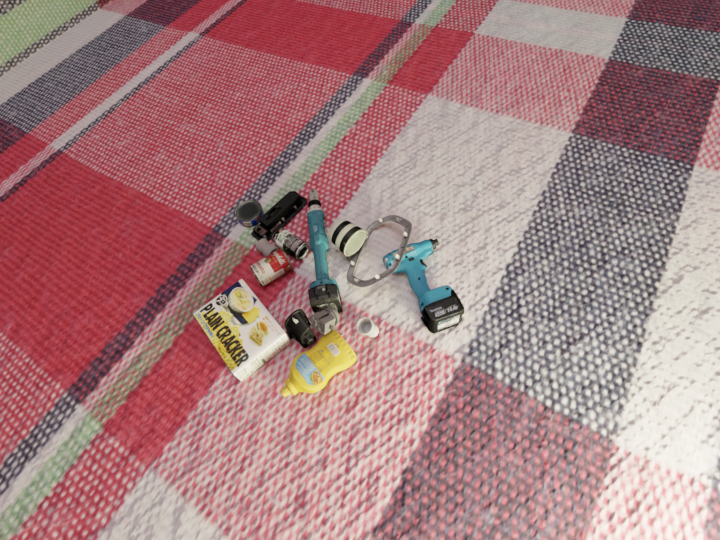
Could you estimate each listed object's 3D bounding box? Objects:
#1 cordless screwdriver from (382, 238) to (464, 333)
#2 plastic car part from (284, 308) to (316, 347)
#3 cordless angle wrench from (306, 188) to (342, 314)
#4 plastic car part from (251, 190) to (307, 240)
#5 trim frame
[{"bbox_3d":[0.181,0.025,1.086,0.158,0.071,0.261,-24,54,-7],"label":"cordless screwdriver"},{"bbox_3d":[-0.140,0.151,1.034,0.065,0.112,0.074,-36,65,-15],"label":"plastic car part"},{"bbox_3d":[-0.117,-0.076,1.193,0.075,0.094,0.439,-12,54,3],"label":"cordless angle wrench"},{"bbox_3d":[-0.251,-0.176,1.296,0.070,0.064,0.201,31,65,31],"label":"plastic car part"},{"bbox_3d":[0.045,-0.059,1.150,0.192,0.026,0.250,-5,52,42],"label":"trim frame"}]
